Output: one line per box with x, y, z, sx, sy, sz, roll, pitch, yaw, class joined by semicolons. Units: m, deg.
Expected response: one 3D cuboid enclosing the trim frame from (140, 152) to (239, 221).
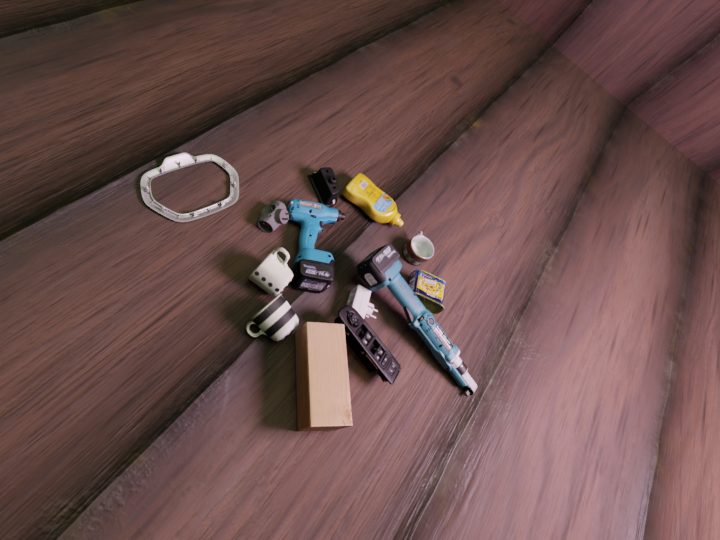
-0.416;-0.213;1.048;0.242;0.027;0.189;-29;75;-31;trim frame

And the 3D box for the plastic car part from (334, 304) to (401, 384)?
0.008;0.167;0.970;0.201;0.069;0.065;55;45;-5;plastic car part

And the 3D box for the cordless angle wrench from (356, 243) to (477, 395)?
0.154;0.129;1.039;0.096;0.076;0.421;-38;92;-34;cordless angle wrench

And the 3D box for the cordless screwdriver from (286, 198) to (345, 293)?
-0.104;-0.068;1.068;0.154;0.074;0.257;6;56;-21;cordless screwdriver

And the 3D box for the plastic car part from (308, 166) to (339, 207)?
-0.090;-0.240;1.175;0.064;0.071;0.120;-12;65;-29;plastic car part
